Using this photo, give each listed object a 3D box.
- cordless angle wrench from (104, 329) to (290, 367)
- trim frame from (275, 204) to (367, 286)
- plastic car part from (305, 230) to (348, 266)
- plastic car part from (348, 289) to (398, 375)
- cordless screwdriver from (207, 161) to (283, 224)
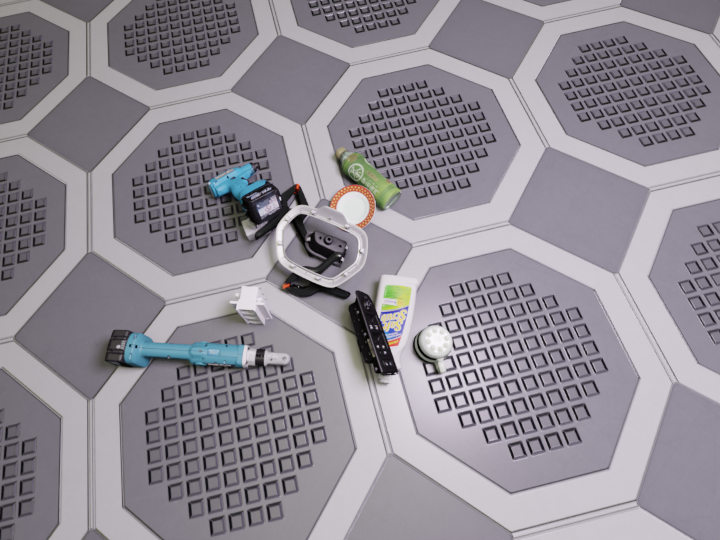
[{"bbox_3d":[-0.378,0.199,1.006,0.424,0.095,0.076,3,66,1],"label":"cordless angle wrench"},{"bbox_3d":[-0.102,-0.067,1.043,0.258,0.026,0.184,25,86,20],"label":"trim frame"},{"bbox_3d":[-0.083,-0.066,1.088,0.114,0.072,0.066,24,68,-11],"label":"plastic car part"},{"bbox_3d":[0.021,0.145,0.969,0.068,0.063,0.210,-37,58,37],"label":"plastic car part"},{"bbox_3d":[-0.293,-0.224,1.143,0.157,0.071,0.263,-36,45,-23],"label":"cordless screwdriver"}]
